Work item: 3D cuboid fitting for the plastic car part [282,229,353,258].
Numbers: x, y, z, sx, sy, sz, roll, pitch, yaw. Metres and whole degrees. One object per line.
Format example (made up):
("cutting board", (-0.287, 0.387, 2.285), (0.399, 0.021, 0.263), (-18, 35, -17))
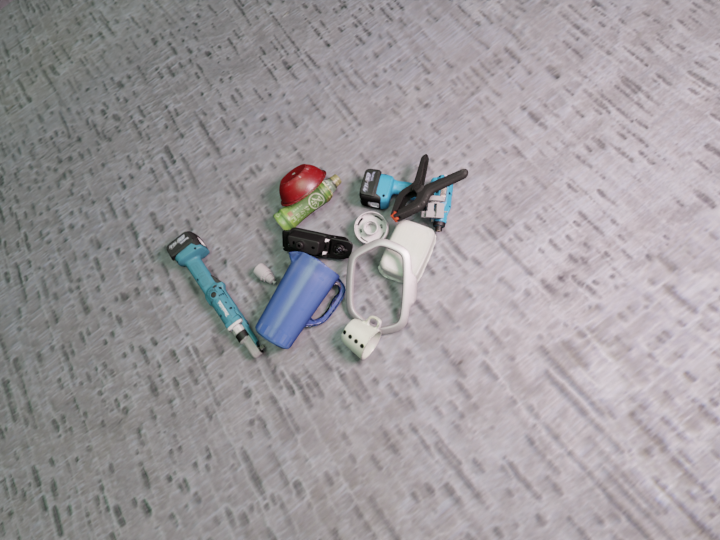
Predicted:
("plastic car part", (-0.116, -0.076, 1.184), (0.210, 0.066, 0.065), (11, 112, 18))

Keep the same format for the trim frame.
("trim frame", (0.051, 0.042, 1.085), (0.191, 0.026, 0.248), (3, 91, 22))

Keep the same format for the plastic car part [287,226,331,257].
("plastic car part", (-0.146, -0.072, 1.127), (0.119, 0.070, 0.065), (14, 108, 9))

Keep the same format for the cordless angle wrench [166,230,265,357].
("cordless angle wrench", (-0.404, 0.071, 1.195), (0.098, 0.072, 0.438), (-39, 70, -3))

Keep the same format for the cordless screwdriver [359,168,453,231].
("cordless screwdriver", (0.122, -0.195, 1.167), (0.254, 0.072, 0.161), (8, 74, 11))
